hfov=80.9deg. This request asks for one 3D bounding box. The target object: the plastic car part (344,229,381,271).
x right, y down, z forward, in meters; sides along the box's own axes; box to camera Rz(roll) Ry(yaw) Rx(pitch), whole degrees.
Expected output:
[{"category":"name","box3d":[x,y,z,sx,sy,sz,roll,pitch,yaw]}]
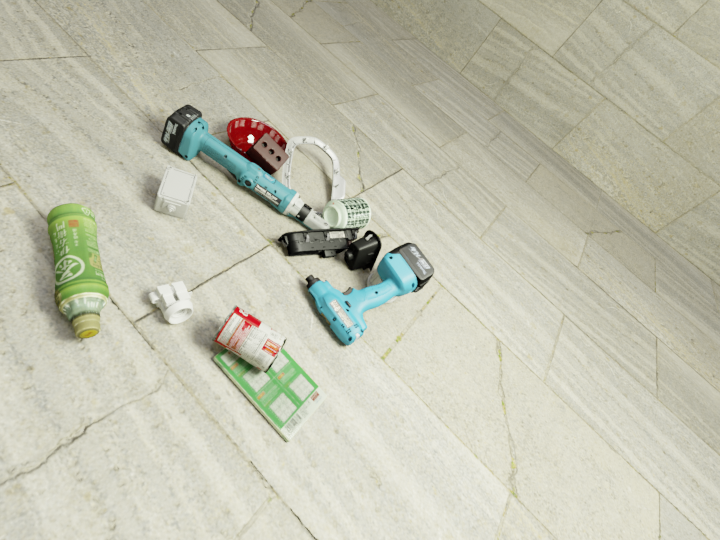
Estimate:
[{"category":"plastic car part","box3d":[-0.003,-0.040,0.953,0.069,0.115,0.068,-23,68,-21]}]

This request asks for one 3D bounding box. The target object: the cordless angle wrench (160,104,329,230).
[{"category":"cordless angle wrench","box3d":[-0.247,-0.212,0.961,0.417,0.099,0.075,35,44,-7]}]

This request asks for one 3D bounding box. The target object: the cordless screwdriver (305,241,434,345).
[{"category":"cordless screwdriver","box3d":[0.018,0.024,0.875,0.245,0.073,0.164,-33,73,-22]}]

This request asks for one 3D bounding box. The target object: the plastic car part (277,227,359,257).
[{"category":"plastic car part","box3d":[-0.093,-0.061,0.947,0.194,0.069,0.068,-1,80,-36]}]

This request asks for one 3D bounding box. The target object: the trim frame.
[{"category":"trim frame","box3d":[-0.115,-0.240,1.072,0.175,0.028,0.255,21,55,-32]}]
